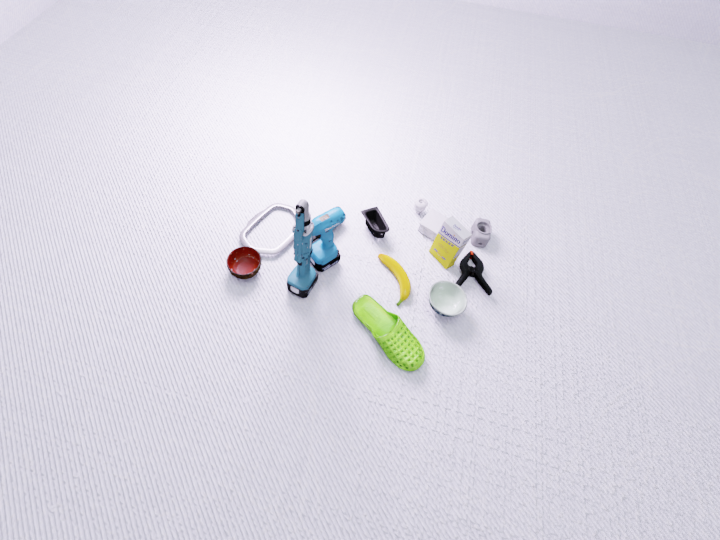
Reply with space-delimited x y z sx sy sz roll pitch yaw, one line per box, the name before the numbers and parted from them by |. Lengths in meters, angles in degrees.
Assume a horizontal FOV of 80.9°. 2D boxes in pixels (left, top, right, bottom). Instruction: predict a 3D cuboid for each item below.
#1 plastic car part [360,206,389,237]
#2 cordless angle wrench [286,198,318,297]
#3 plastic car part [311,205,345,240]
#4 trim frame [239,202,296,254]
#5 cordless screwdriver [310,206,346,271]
plastic car part | 0.051 -0.158 1.489 0.065 0.069 0.122 -17 60 -16
cordless angle wrench | -0.166 -0.061 1.211 0.076 0.413 0.098 27 59 9
plastic car part | -0.133 -0.152 1.480 0.200 0.065 0.069 -39 68 -24
trim frame | -0.312 -0.148 1.493 0.190 0.027 0.247 30 60 16
cordless screwdriver | -0.130 -0.085 1.330 0.156 0.243 0.077 -30 66 -22
